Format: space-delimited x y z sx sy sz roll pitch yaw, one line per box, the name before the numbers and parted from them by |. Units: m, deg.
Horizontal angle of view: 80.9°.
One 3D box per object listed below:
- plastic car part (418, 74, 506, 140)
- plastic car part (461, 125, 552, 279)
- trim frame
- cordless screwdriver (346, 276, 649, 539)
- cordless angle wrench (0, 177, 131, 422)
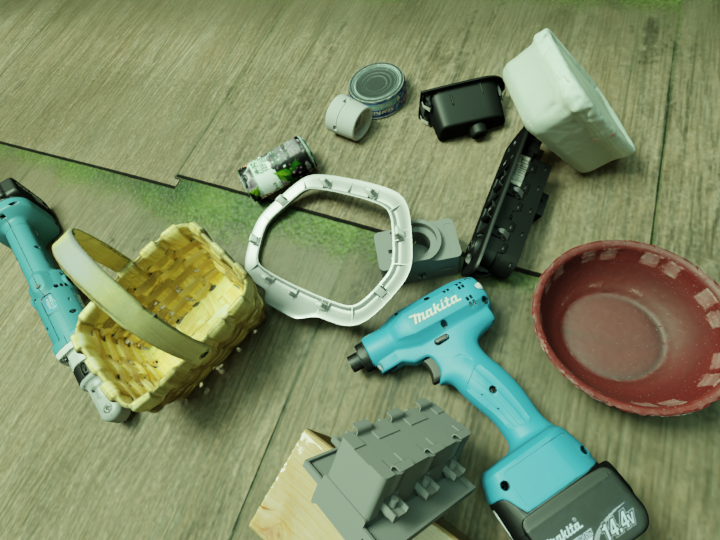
plastic car part | 0.143 -0.210 0.566 0.118 0.064 0.072 -9 78 6
plastic car part | 0.171 -0.070 0.486 0.067 0.066 0.203 31 72 -2
trim frame | -0.050 -0.032 0.508 0.262 0.026 0.184 22 81 37
cordless screwdriver | 0.103 0.136 0.391 0.159 0.071 0.261 -30 57 -1
cordless angle wrench | -0.419 0.031 0.579 0.074 0.094 0.442 -40 64 -12
